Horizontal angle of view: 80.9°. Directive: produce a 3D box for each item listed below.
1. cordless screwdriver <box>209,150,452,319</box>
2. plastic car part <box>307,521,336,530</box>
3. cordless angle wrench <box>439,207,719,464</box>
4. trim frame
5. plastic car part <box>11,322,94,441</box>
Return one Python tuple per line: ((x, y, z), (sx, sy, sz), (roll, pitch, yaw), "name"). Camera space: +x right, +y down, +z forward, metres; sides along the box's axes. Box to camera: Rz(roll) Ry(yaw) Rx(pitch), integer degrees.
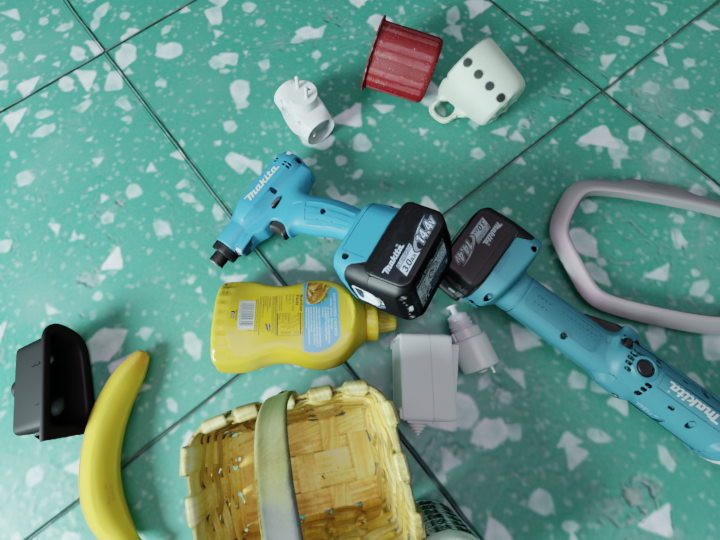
((-0.044, -0.029, 0.446), (0.262, 0.070, 0.159), (28, 74, 32), "cordless screwdriver")
((-0.026, 0.339, 0.363), (0.067, 0.065, 0.208), (-13, 69, 2), "plastic car part")
((0.270, 0.097, 0.431), (0.432, 0.073, 0.097), (38, 76, 10), "cordless angle wrench")
((0.346, -0.025, 0.490), (0.252, 0.027, 0.186), (10, 73, 7), "trim frame")
((-0.334, 0.124, 0.448), (0.071, 0.063, 0.120), (-23, 70, 7), "plastic car part")
